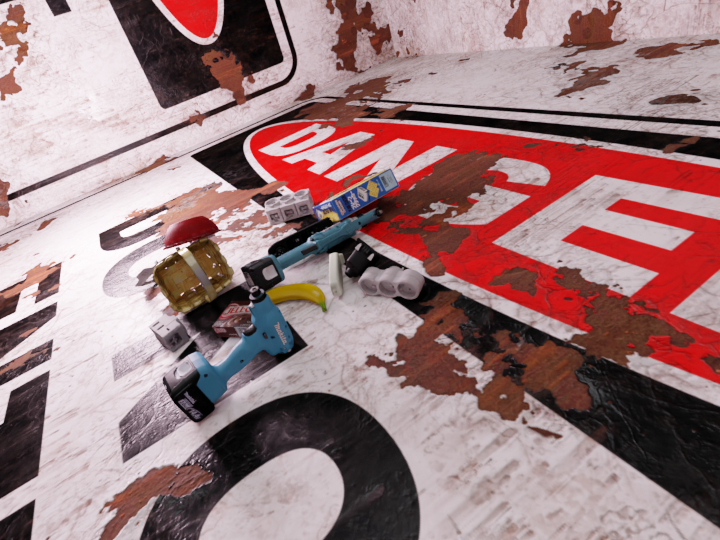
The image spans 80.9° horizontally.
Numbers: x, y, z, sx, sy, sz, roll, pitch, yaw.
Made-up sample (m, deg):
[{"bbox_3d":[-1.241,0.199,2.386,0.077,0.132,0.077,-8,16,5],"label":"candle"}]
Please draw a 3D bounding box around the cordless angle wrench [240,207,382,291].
[{"bbox_3d":[-0.109,-0.071,1.117,0.415,0.073,0.101,-31,12,-24],"label":"cordless angle wrench"}]

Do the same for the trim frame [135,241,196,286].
[{"bbox_3d":[-0.553,-0.019,1.219,0.255,0.027,0.180,-28,6,35],"label":"trim frame"}]

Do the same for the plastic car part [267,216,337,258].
[{"bbox_3d":[-0.170,-0.083,1.180,0.200,0.064,0.070,-29,23,-14],"label":"plastic car part"}]

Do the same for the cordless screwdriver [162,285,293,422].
[{"bbox_3d":[-0.250,0.150,0.797,0.245,0.152,0.079,-36,35,-22],"label":"cordless screwdriver"}]

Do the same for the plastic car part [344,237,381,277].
[{"bbox_3d":[-0.006,-0.016,0.978,0.070,0.067,0.115,-47,-6,-19],"label":"plastic car part"}]
